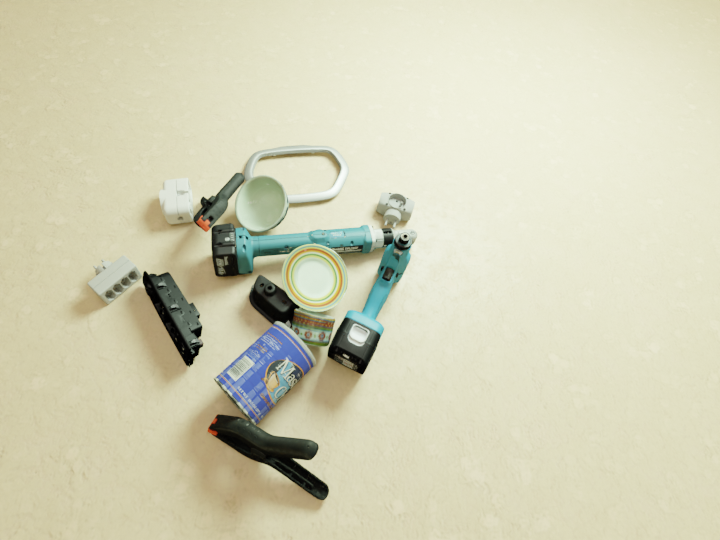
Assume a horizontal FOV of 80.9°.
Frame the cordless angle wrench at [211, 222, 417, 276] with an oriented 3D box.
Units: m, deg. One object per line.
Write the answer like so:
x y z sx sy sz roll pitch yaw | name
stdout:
-0.084 -0.055 0.863 0.416 0.096 0.077 -5 58 -11 | cordless angle wrench

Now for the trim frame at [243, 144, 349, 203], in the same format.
-0.150 -0.232 0.997 0.246 0.027 0.190 -8 61 -6 | trim frame

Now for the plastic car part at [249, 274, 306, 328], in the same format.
-0.165 0.053 0.803 0.119 0.070 0.065 36 62 12 | plastic car part

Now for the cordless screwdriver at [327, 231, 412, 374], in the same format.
0.028 0.053 0.765 0.076 0.156 0.249 25 63 6 | cordless screwdriver

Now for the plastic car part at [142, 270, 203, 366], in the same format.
-0.344 0.073 0.785 0.065 0.065 0.211 -31 66 -32 | plastic car part
